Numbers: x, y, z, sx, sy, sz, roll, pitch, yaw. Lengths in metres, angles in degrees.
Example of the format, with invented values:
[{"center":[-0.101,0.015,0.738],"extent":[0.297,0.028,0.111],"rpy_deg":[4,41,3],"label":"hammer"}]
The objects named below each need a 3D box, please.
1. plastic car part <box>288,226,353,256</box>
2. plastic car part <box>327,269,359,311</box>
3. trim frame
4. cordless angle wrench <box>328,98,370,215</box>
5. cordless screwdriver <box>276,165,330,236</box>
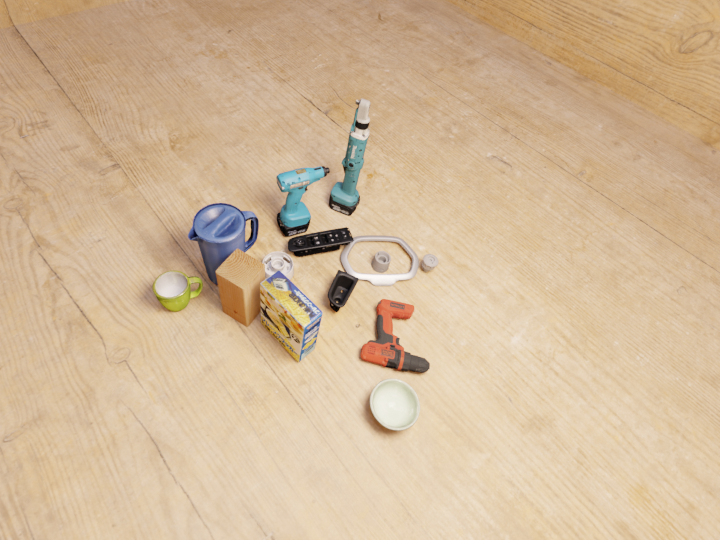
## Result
[{"center":[-0.129,-0.084,1.317],"extent":[0.199,0.065,0.069],"rpy_deg":[-8,57,-13],"label":"plastic car part"},{"center":[-0.059,0.069,1.212],"extent":[0.067,0.069,0.117],"rpy_deg":[22,55,6],"label":"plastic car part"},{"center":[0.061,-0.035,1.329],"extent":[0.246,0.027,0.190],"rpy_deg":[0,54,-7],"label":"trim frame"},{"center":[-0.022,-0.339,1.298],"extent":[0.099,0.415,0.074],"rpy_deg":[25,55,5],"label":"cordless angle wrench"},{"center":[-0.179,-0.217,1.297],"extent":[0.155,0.244,0.077],"rpy_deg":[-18,62,-22],"label":"cordless screwdriver"}]
